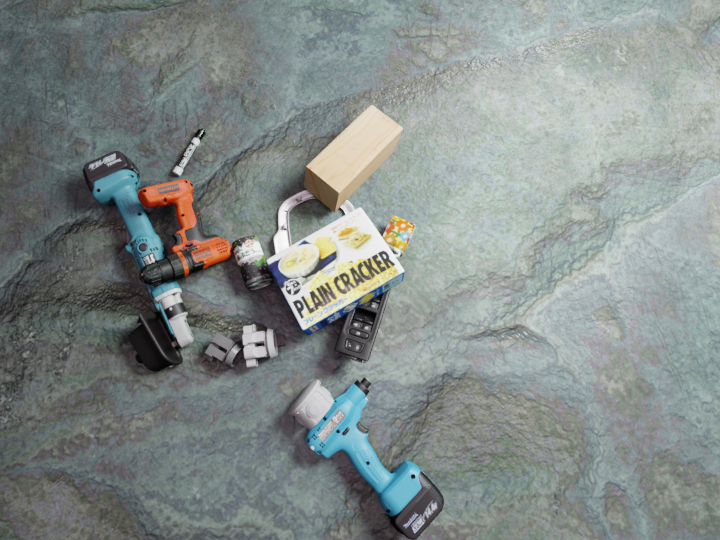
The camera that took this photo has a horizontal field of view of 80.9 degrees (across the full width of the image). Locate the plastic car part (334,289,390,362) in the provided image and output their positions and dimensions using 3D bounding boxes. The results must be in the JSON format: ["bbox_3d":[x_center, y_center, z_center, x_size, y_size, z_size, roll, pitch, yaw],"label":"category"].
[{"bbox_3d":[0.017,0.078,0.827,0.069,0.064,0.204,12,71,21],"label":"plastic car part"}]

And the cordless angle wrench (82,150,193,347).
[{"bbox_3d":[-0.435,-0.042,0.860,0.097,0.073,0.431,-27,80,-9],"label":"cordless angle wrench"}]

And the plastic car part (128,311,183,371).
[{"bbox_3d":[-0.405,0.147,0.818,0.071,0.064,0.118,-31,82,6],"label":"plastic car part"}]

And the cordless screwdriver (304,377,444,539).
[{"bbox_3d":[0.038,0.329,0.763,0.255,0.073,0.158,40,78,13],"label":"cordless screwdriver"}]

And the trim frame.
[{"bbox_3d":[-0.087,-0.057,0.885,0.184,0.027,0.253,-10,77,-2],"label":"trim frame"}]
